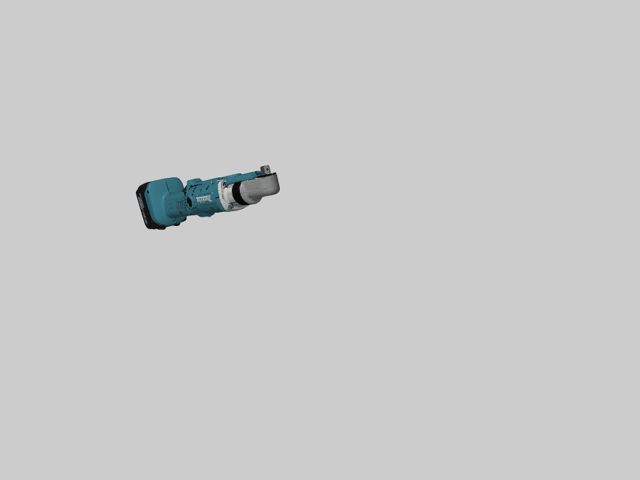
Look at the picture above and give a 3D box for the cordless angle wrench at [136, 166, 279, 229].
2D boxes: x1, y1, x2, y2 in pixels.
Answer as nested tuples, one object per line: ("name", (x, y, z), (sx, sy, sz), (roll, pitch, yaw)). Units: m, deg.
("cordless angle wrench", (-0.200, -0.072, 0.722), (0.074, 0.098, 0.424), (-21, 14, -39))
